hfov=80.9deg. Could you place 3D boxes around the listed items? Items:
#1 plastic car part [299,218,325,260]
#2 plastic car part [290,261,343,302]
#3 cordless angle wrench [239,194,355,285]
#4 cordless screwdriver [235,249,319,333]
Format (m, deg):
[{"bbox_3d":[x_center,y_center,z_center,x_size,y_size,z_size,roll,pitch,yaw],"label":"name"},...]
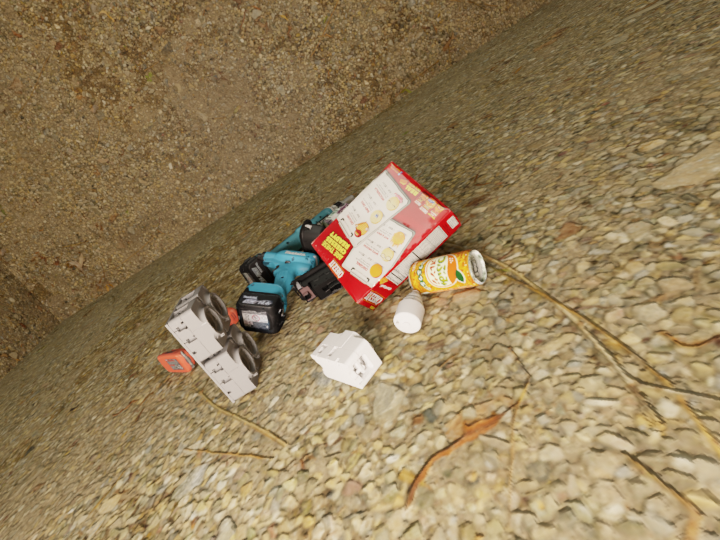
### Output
[{"bbox_3d":[-0.103,-0.067,1.055,0.074,0.112,0.065,12,43,30],"label":"plastic car part"},{"bbox_3d":[-0.044,0.005,0.881,0.203,0.063,0.070,-33,30,2],"label":"plastic car part"},{"bbox_3d":[-0.153,-0.099,1.200,0.417,0.095,0.077,-43,19,-29],"label":"cordless angle wrench"},{"bbox_3d":[-0.207,0.030,0.964,0.164,0.072,0.249,6,34,15],"label":"cordless screwdriver"}]
